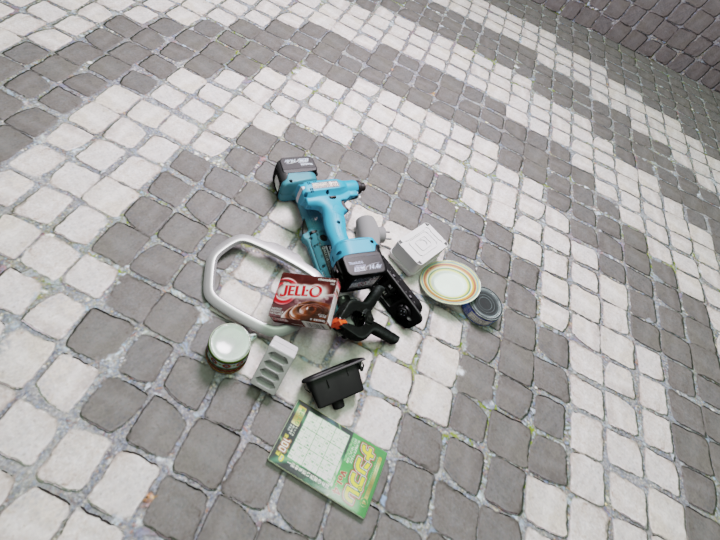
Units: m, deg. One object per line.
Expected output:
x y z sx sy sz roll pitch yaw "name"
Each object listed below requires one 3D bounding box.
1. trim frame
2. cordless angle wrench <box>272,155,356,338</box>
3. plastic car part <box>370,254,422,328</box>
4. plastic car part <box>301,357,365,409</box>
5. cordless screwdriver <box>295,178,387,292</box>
-0.188 0.023 0.821 0.253 0.027 0.184 25 63 9 "trim frame"
-0.088 -0.058 0.901 0.095 0.074 0.438 -10 63 -24 "cordless angle wrench"
0.061 0.032 0.897 0.064 0.067 0.210 -5 54 -53 "plastic car part"
-0.043 0.206 0.749 0.113 0.067 0.072 -20 82 -25 "plastic car part"
-0.021 -0.086 0.863 0.154 0.074 0.258 -12 63 -26 "cordless screwdriver"
